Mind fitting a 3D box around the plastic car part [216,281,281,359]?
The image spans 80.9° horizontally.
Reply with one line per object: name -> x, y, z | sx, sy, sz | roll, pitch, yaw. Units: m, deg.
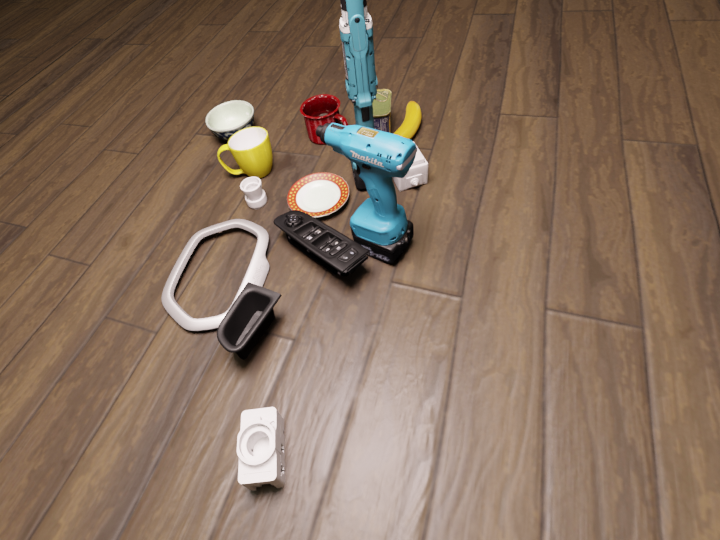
plastic car part -> -0.176, 0.089, 0.674 | 0.068, 0.068, 0.117 | 16, 57, 20

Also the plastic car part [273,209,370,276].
plastic car part -> -0.074, -0.049, 0.761 | 0.065, 0.064, 0.214 | -41, 56, -21

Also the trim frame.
trim frame -> -0.264, 0.000, 0.786 | 0.189, 0.026, 0.253 | 4, 54, 14

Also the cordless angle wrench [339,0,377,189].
cordless angle wrench -> 0.002, -0.324, 0.740 | 0.074, 0.406, 0.102 | -9, 52, 0

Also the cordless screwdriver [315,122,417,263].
cordless screwdriver -> 0.011, -0.128, 0.694 | 0.167, 0.239, 0.074 | 27, 60, 25
